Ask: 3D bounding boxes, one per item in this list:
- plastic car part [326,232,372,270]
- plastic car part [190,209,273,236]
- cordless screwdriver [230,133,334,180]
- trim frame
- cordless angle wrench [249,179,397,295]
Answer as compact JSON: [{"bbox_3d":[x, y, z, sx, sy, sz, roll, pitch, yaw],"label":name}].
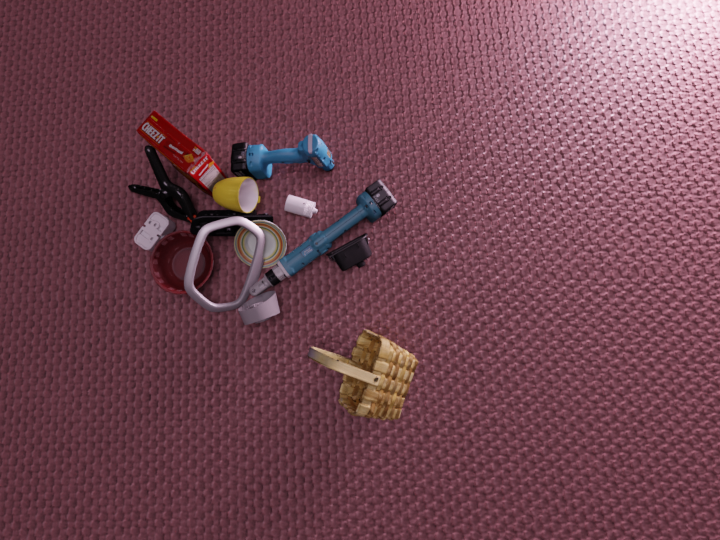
[{"bbox_3d":[-0.019,-0.038,1.057,0.116,0.067,0.070,-26,98,-5],"label":"plastic car part"},{"bbox_3d":[-0.325,-0.126,1.064,0.198,0.065,0.070,-5,52,-17],"label":"plastic car part"},{"bbox_3d":[-0.195,-0.278,1.076,0.256,0.153,0.075,-3,80,17],"label":"cordless screwdriver"},{"bbox_3d":[-0.327,-0.013,1.033,0.176,0.029,0.247,14,98,-26],"label":"trim frame"},{"bbox_3d":[-0.103,-0.067,1.049,0.423,0.097,0.075,-36,88,0],"label":"cordless angle wrench"}]
